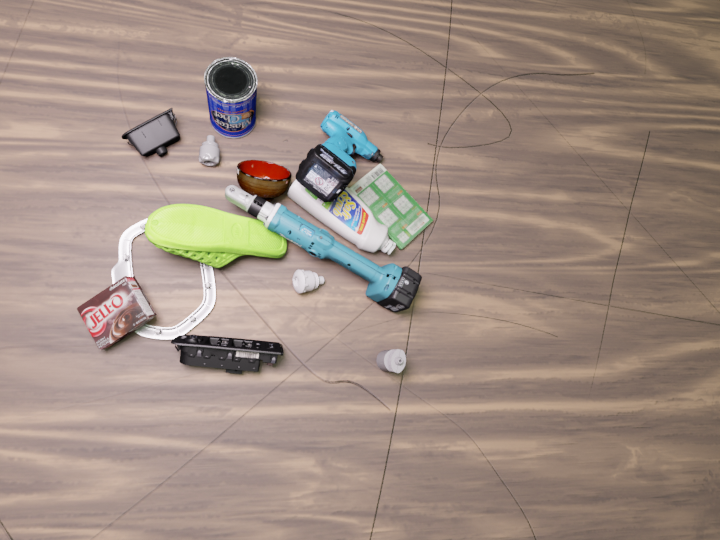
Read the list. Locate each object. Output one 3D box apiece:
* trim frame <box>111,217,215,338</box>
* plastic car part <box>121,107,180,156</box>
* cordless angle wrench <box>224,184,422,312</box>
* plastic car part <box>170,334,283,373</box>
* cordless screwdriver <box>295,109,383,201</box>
[{"bbox_3d":[-0.382,0.009,0.824,0.181,0.027,0.252,-11,79,-12],"label":"trim frame"},{"bbox_3d":[-0.425,-0.277,0.882,0.115,0.068,0.070,-38,101,-14],"label":"plastic car part"},{"bbox_3d":[-0.082,-0.054,0.841,0.419,0.098,0.074,30,69,-5],"label":"cordless angle wrench"},{"bbox_3d":[-0.250,0.155,0.791,0.200,0.068,0.066,11,101,-9],"label":"plastic car part"},{"bbox_3d":[-0.032,-0.232,0.879,0.155,0.075,0.252,33,39,-14],"label":"cordless screwdriver"}]
